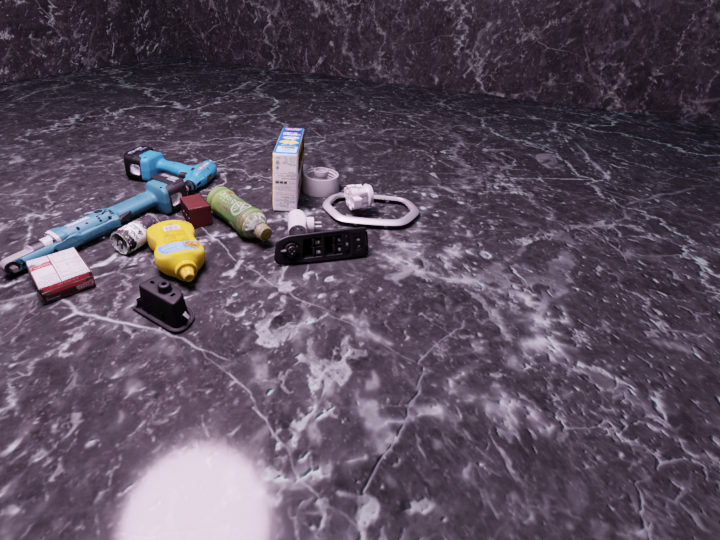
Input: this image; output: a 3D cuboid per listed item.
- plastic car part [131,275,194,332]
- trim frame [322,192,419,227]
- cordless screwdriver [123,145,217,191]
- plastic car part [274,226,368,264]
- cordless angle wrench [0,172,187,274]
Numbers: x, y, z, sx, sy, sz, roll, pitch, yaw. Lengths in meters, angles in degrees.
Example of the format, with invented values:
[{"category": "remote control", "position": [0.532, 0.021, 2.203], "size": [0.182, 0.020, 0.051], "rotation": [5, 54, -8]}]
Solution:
[{"category": "plastic car part", "position": [-0.335, 0.048, 0.722], "size": [0.122, 0.069, 0.065], "rotation": [20, 38, 29]}, {"category": "trim frame", "position": [0.026, -0.160, 1.094], "size": [0.250, 0.027, 0.189], "rotation": [2, 35, 2]}, {"category": "cordless screwdriver", "position": [-0.551, -0.281, 1.201], "size": [0.252, 0.072, 0.161], "rotation": [11, 34, 6]}, {"category": "plastic car part", "position": [-0.088, -0.058, 0.902], "size": [0.198, 0.065, 0.070], "rotation": [-9, 26, -17]}, {"category": "cordless angle wrench", "position": [-0.576, -0.109, 0.945], "size": [0.102, 0.072, 0.417], "rotation": [19, 39, 23]}]
